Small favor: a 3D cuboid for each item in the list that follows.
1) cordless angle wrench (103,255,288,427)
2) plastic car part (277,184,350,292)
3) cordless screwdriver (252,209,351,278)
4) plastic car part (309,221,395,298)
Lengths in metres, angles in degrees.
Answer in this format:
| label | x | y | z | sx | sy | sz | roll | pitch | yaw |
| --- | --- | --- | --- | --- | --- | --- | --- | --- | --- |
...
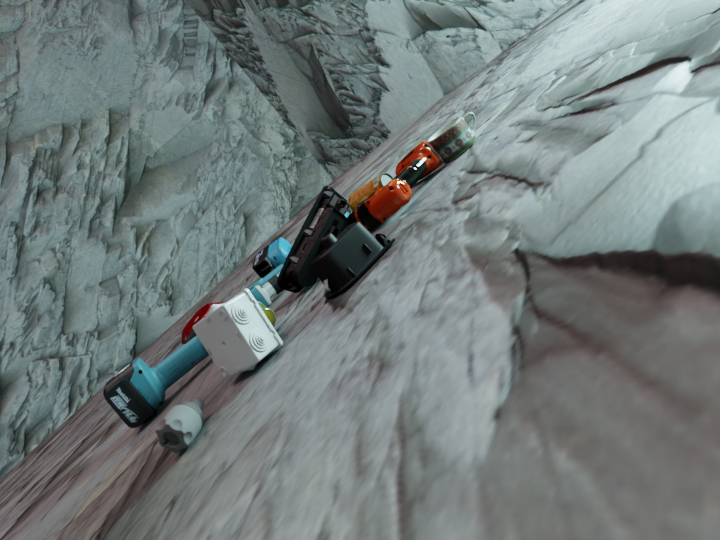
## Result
| label | x | y | z | sx | sy | sz | roll | pitch | yaw |
| --- | --- | --- | --- | --- | --- | --- | --- | --- | --- |
| cordless angle wrench | -0.274 | 0.113 | 0.810 | 0.418 | 0.097 | 0.076 | -41 | 10 | -20 |
| plastic car part | -0.073 | -0.048 | 0.744 | 0.071 | 0.062 | 0.203 | 20 | 77 | 47 |
| cordless screwdriver | -0.127 | -0.071 | 0.969 | 0.252 | 0.072 | 0.163 | -33 | 24 | 16 |
| plastic car part | -0.022 | -0.025 | 0.587 | 0.115 | 0.070 | 0.068 | -42 | 9 | -23 |
